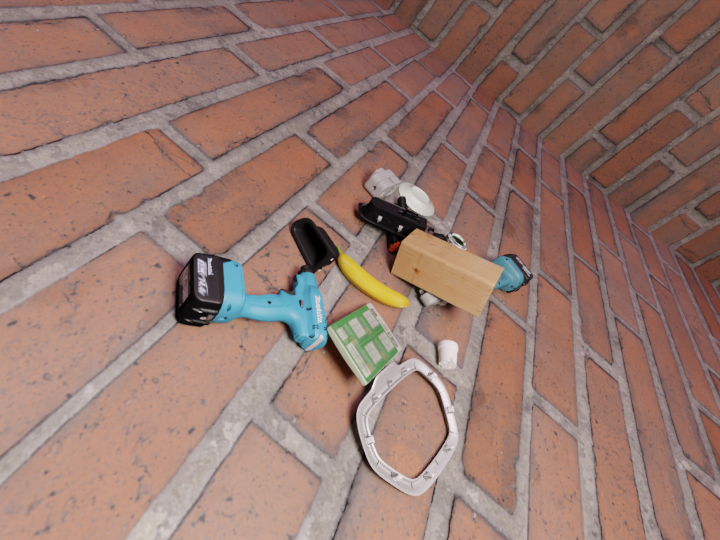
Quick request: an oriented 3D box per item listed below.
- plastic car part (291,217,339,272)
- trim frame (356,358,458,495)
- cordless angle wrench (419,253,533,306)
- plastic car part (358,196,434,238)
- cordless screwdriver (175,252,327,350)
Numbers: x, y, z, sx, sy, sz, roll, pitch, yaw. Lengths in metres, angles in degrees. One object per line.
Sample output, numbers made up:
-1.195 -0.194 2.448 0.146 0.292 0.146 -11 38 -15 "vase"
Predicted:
-0.083 -0.055 0.854 0.067 0.067 0.121 12 42 -53 "plastic car part"
0.087 0.248 0.708 0.240 0.028 0.188 -23 75 -47 "trim frame"
0.288 0.035 1.054 0.405 0.075 0.101 -12 62 -42 "cordless angle wrench"
0.091 -0.119 1.002 0.201 0.066 0.067 20 51 -5 "plastic car part"
-0.166 0.033 0.689 0.237 0.075 0.165 18 44 -32 "cordless screwdriver"
